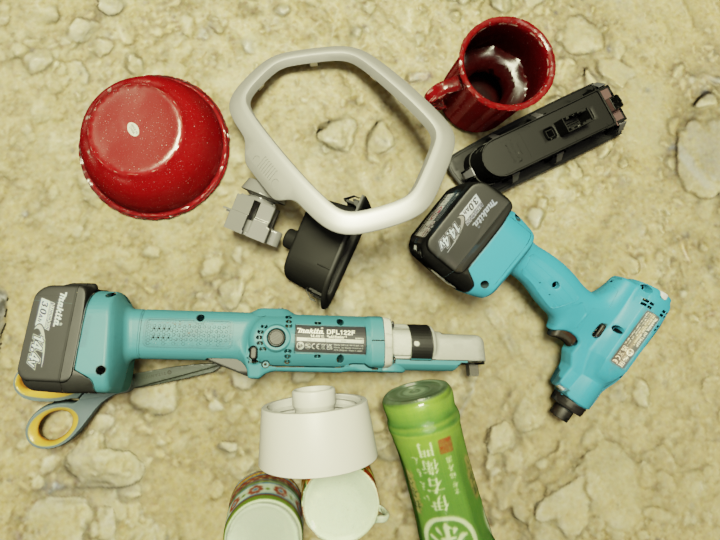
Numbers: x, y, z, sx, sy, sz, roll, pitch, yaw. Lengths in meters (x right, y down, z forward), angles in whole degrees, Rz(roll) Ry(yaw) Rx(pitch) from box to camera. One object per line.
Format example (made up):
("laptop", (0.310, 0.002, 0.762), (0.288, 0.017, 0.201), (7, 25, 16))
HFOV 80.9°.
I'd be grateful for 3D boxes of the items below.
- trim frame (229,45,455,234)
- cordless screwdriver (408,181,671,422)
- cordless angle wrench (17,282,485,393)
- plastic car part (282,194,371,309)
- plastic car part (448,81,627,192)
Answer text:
("trim frame", (-0.025, -0.140, 0.418), (0.182, 0.027, 0.258), (-35, 69, -13))
("cordless screwdriver", (0.162, 0.031, 0.424), (0.247, 0.075, 0.159), (33, 93, -3))
("cordless angle wrench", (-0.084, 0.070, 0.411), (0.419, 0.074, 0.100), (2, 73, -5))
("plastic car part", (-0.042, -0.028, 0.432), (0.073, 0.064, 0.116), (26, 88, 13))
("plastic car part", (0.195, -0.138, 0.447), (0.203, 0.068, 0.066), (-26, 96, -1))
